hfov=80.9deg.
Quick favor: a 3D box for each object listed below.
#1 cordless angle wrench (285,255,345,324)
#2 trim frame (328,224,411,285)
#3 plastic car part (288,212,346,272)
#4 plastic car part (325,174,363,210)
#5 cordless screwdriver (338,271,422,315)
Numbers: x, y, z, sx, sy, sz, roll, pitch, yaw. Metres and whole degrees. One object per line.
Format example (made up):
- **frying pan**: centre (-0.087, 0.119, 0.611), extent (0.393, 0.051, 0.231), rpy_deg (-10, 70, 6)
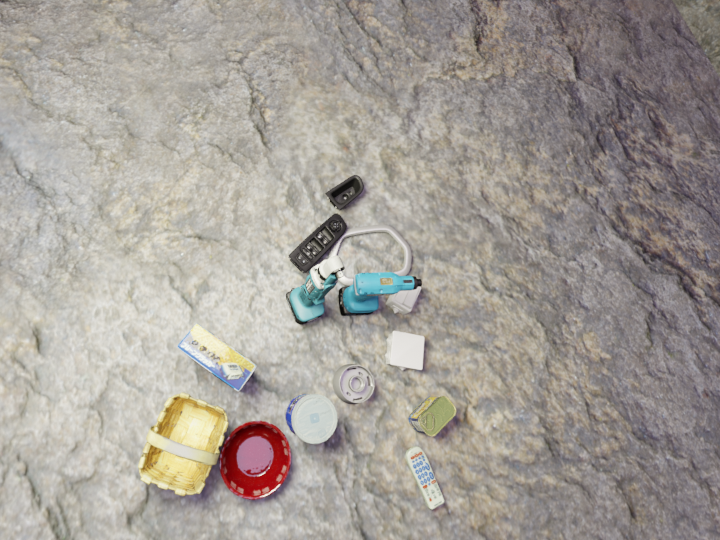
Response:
- **cordless angle wrench**: centre (-0.099, 0.040, 0.947), extent (0.073, 0.424, 0.100), rpy_deg (-20, 81, -20)
- **trim frame**: centre (0.029, -0.040, 1.211), extent (0.243, 0.027, 0.188), rpy_deg (-9, 73, -14)
- **plastic car part**: centre (-0.115, -0.075, 1.175), extent (0.067, 0.067, 0.201), rpy_deg (42, 69, 2)
- **plastic car part**: centre (-0.045, -0.220, 1.236), extent (0.115, 0.071, 0.067), rpy_deg (-38, 85, -21)
- **cordless screwdriver**: centre (0.037, 0.057, 1.060), extent (0.156, 0.249, 0.076), rpy_deg (-1, 74, -15)
